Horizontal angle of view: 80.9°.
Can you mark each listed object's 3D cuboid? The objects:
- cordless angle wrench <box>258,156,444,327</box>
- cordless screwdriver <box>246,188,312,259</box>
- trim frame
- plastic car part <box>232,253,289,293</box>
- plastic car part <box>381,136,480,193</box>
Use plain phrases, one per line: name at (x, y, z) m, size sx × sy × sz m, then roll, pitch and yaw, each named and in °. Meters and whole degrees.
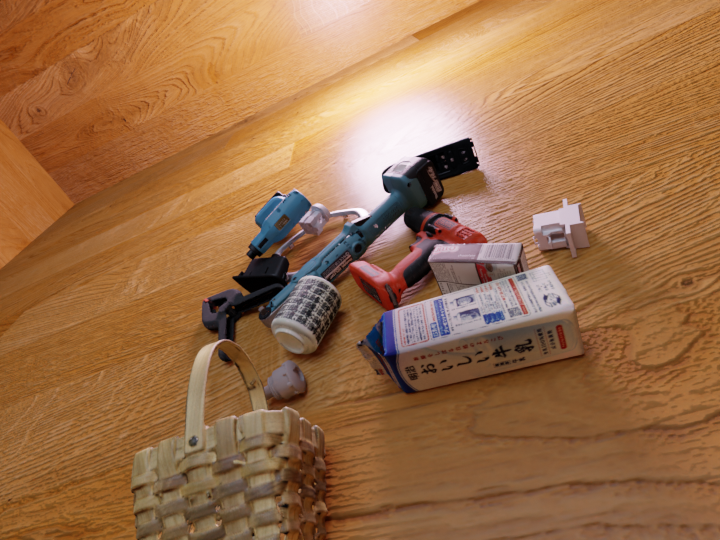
cordless angle wrench at (-0.019, -0.049, 0.775) m, size 0.420 × 0.093 × 0.078 m, roll -44°, pitch 33°, yaw -15°
cordless screwdriver at (-0.190, -0.101, 0.917) m, size 0.159 × 0.072 × 0.256 m, roll -49°, pitch 17°, yaw -3°
trim frame at (-0.086, -0.057, 0.884) m, size 0.246 × 0.026 × 0.194 m, roll -38°, pitch 32°, yaw -16°
plastic car part at (-0.179, 0.001, 0.820) m, size 0.121 × 0.062 × 0.072 m, roll -9°, pitch 52°, yaw 33°
plastic car part at (0.142, -0.224, 0.906) m, size 0.208 × 0.064 × 0.067 m, roll -16°, pitch 23°, yaw 20°
